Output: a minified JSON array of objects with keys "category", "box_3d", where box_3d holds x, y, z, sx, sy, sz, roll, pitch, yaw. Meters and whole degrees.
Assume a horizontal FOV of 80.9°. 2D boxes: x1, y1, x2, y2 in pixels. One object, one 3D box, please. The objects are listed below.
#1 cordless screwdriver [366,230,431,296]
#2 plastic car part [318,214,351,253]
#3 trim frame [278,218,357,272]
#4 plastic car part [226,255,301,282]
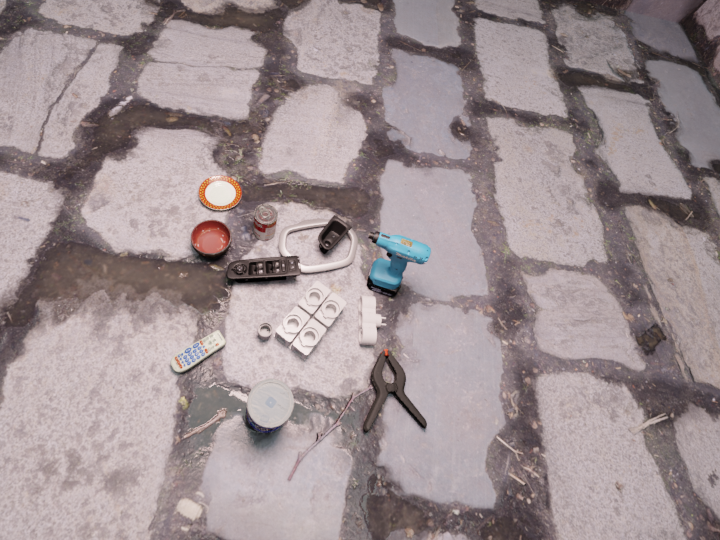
[{"category":"cordless screwdriver","box_3d":[0.071,-0.022,1.154,0.159,0.247,0.075,21,61,-3]},{"category":"plastic car part","box_3d":[-0.090,-0.096,1.265,0.067,0.070,0.116,35,61,5]},{"category":"trim frame","box_3d":[-0.125,-0.082,1.275,0.243,0.027,0.190,-12,65,-17]},{"category":"plastic car part","box_3d":[-0.271,0.001,1.181,0.199,0.066,0.068,-2,64,-12]}]
